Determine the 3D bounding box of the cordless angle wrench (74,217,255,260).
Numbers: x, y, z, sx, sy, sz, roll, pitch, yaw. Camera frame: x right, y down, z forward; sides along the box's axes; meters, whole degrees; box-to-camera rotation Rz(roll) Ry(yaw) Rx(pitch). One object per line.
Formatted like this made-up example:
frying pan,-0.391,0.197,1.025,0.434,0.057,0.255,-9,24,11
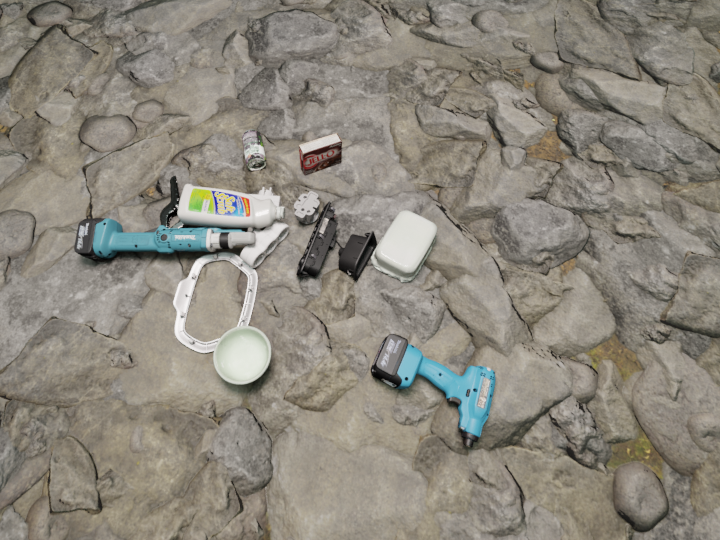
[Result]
cordless angle wrench,-0.458,-0.073,1.008,0.427,0.072,0.099,0,76,5

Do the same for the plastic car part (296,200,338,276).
plastic car part,-0.101,-0.066,1.032,0.065,0.068,0.204,31,65,-16

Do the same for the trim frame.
trim frame,-0.341,0.067,0.989,0.186,0.027,0.253,6,67,5

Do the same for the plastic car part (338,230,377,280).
plastic car part,-0.016,-0.042,1.020,0.074,0.063,0.116,23,70,25

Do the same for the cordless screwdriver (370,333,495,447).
cordless screwdriver,0.144,0.241,0.873,0.252,0.073,0.160,21,67,6
